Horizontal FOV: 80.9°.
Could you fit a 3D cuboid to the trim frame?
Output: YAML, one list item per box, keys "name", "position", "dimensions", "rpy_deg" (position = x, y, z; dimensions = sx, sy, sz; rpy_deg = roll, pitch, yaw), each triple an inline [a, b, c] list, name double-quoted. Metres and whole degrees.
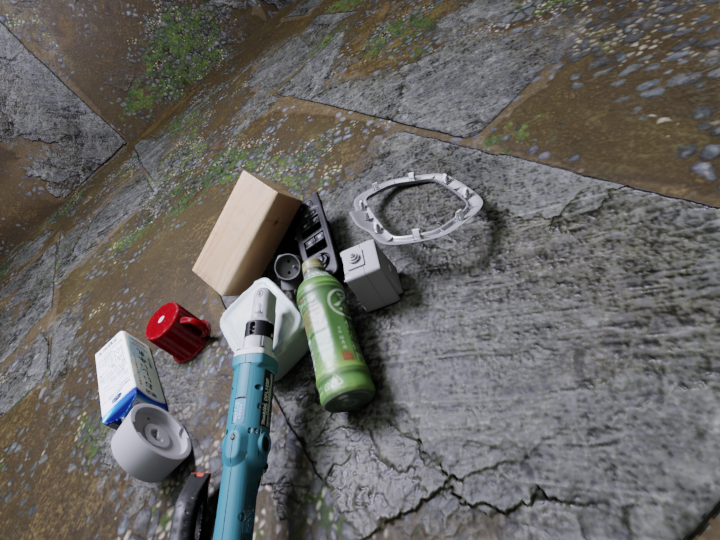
- name: "trim frame"
  position: [0.076, -0.105, 0.661]
  dimensions: [0.184, 0.026, 0.259]
  rpy_deg: [-21, 32, -1]

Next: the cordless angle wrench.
- name: "cordless angle wrench"
  position: [-0.132, 0.206, 0.494]
  dimensions: [0.076, 0.093, 0.436]
  rpy_deg: [-13, 54, 15]

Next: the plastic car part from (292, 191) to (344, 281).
- name: "plastic car part"
  position: [-0.072, -0.047, 0.738]
  dimensions: [0.067, 0.063, 0.212]
  rpy_deg: [-29, 42, 10]

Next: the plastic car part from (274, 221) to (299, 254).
- name: "plastic car part"
  position: [-0.168, -0.075, 0.838]
  dimensions: [0.121, 0.067, 0.067]
  rpy_deg: [-7, 48, 30]
